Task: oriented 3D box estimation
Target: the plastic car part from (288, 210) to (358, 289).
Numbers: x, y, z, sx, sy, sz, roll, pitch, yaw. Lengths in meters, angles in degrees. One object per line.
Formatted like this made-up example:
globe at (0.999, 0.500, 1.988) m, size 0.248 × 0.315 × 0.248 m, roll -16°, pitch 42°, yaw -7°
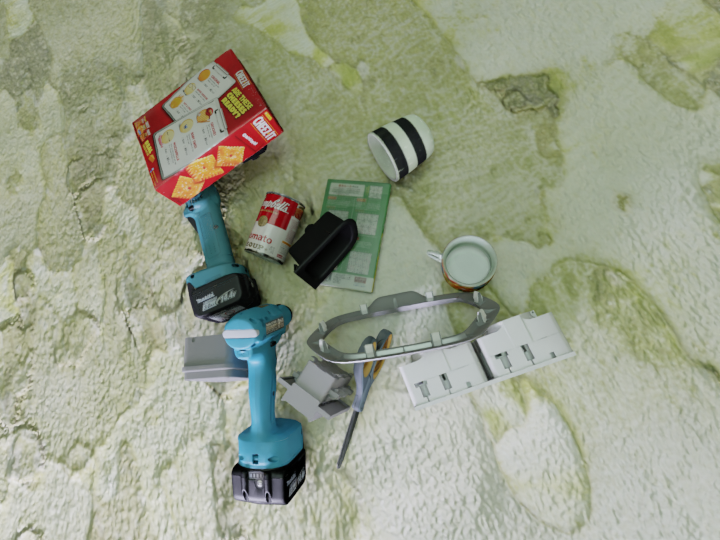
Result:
plastic car part at (-0.063, -0.042, 0.649) m, size 0.075 × 0.062 × 0.116 m, roll 37°, pitch 85°, yaw 35°

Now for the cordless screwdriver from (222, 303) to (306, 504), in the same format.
cordless screwdriver at (-0.124, 0.171, 0.591) m, size 0.076 × 0.155 × 0.249 m, roll -6°, pitch 90°, yaw 13°

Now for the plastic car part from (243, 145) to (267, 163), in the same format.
plastic car part at (-0.213, -0.270, 0.757) m, size 0.067 × 0.064 × 0.210 m, roll -30°, pitch 66°, yaw 11°

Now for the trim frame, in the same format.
trim frame at (0.049, 0.065, 0.546) m, size 0.252 × 0.184 × 0.027 m, roll -14°, pitch 102°, yaw 9°

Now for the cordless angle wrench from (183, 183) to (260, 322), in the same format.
cordless angle wrench at (-0.277, -0.122, 0.736) m, size 0.099 × 0.071 × 0.437 m, roll -24°, pitch 68°, yaw 6°
